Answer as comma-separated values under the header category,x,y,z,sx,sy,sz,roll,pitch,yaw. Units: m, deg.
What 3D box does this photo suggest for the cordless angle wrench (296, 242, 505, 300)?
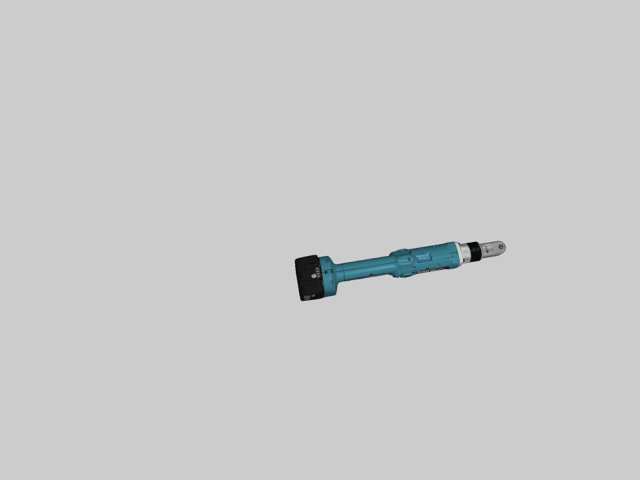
category,x,y,z,sx,sy,sz,roll,pitch,yaw
cordless angle wrench,0.163,0.047,0.840,0.423,0.074,0.098,-9,-15,-4
